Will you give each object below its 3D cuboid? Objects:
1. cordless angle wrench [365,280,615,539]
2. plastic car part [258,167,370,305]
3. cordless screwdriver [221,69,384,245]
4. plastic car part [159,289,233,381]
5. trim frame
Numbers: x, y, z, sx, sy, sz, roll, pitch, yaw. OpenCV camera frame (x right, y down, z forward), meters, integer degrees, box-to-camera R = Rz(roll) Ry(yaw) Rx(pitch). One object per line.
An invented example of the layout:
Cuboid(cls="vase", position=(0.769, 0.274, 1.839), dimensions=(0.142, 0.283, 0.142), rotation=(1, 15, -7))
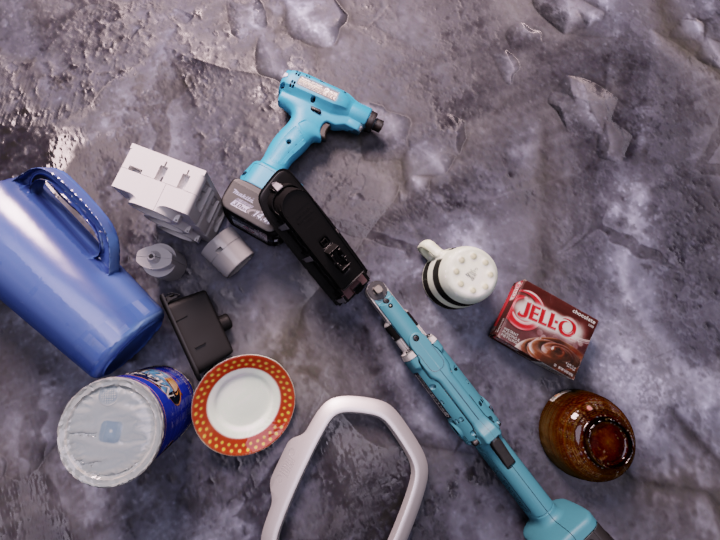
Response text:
Cuboid(cls="cordless angle wrench", position=(0.141, 0.186, 0.533), dimensions=(0.074, 0.096, 0.432), rotation=(-35, 79, -10))
Cuboid(cls="plastic car part", position=(-0.052, -0.034, 0.528), dimensions=(0.066, 0.070, 0.195), rotation=(-40, 114, -6))
Cuboid(cls="cordless screwdriver", position=(-0.078, -0.153, 0.591), dimensions=(0.160, 0.074, 0.250), rotation=(23, 75, 0))
Cuboid(cls="plastic car part", position=(-0.206, 0.074, 0.550), dimensions=(0.069, 0.067, 0.117), rotation=(-29, 86, -24))
Cuboid(cls="trim frame", position=(-0.020, 0.283, 0.532), dimensions=(0.184, 0.027, 0.249), rotation=(25, 81, 1))
